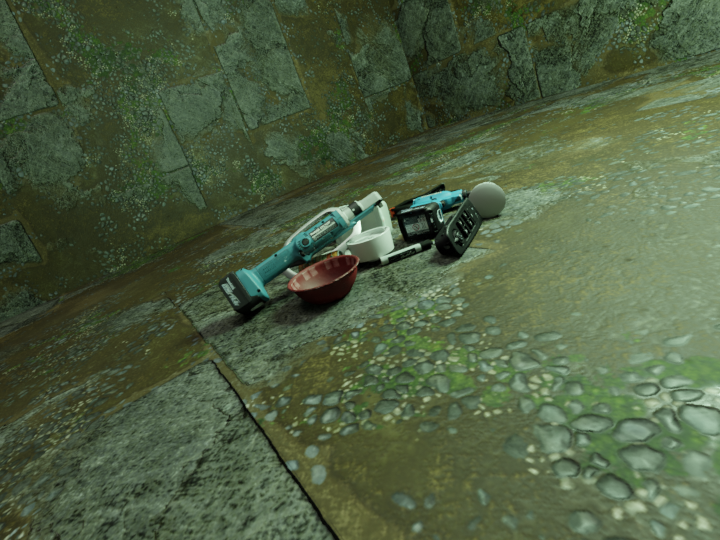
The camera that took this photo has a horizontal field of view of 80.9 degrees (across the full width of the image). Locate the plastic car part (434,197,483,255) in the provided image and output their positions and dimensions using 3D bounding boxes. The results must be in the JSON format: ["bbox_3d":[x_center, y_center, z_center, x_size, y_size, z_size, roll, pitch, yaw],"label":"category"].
[{"bbox_3d":[0.204,-0.089,0.901,0.069,0.065,0.201,-23,15,32],"label":"plastic car part"}]

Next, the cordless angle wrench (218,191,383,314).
[{"bbox_3d":[-0.125,-0.056,0.977,0.421,0.100,0.073,-36,-12,-6],"label":"cordless angle wrench"}]

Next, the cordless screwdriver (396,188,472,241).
[{"bbox_3d":[0.193,-0.155,1.079,0.165,0.073,0.245,-12,17,27],"label":"cordless screwdriver"}]

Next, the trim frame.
[{"bbox_3d":[-0.108,-0.070,1.100,0.249,0.026,0.194,-37,46,1],"label":"trim frame"}]
